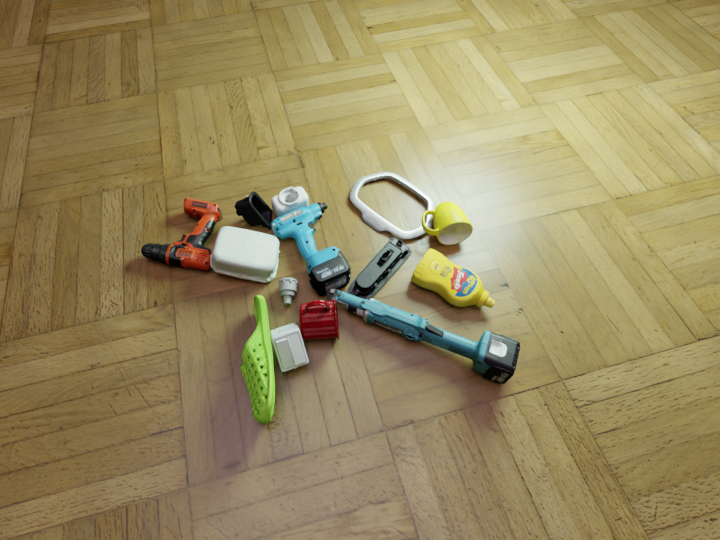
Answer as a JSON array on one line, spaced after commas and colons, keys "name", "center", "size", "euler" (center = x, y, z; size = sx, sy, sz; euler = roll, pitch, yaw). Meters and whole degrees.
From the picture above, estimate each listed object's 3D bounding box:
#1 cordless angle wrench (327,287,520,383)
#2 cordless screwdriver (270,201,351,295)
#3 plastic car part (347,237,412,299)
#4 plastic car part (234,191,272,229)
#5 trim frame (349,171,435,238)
[{"name": "cordless angle wrench", "center": [0.120, 0.125, 0.941], "size": [0.436, 0.094, 0.074], "euler": [19, 61, 16]}, {"name": "cordless screwdriver", "center": [-0.104, -0.068, 1.064], "size": [0.157, 0.072, 0.261], "euler": [-28, 59, -16]}, {"name": "plastic car part", "center": [0.050, -0.009, 1.033], "size": [0.068, 0.066, 0.201], "euler": [38, 69, 11]}, {"name": "plastic car part", "center": [-0.286, -0.156, 1.104], "size": [0.072, 0.110, 0.068], "euler": [-14, 59, 17]}, {"name": "trim frame", "center": [0.087, -0.181, 1.153], "size": [0.258, 0.027, 0.182], "euler": [38, 66, 19]}]
